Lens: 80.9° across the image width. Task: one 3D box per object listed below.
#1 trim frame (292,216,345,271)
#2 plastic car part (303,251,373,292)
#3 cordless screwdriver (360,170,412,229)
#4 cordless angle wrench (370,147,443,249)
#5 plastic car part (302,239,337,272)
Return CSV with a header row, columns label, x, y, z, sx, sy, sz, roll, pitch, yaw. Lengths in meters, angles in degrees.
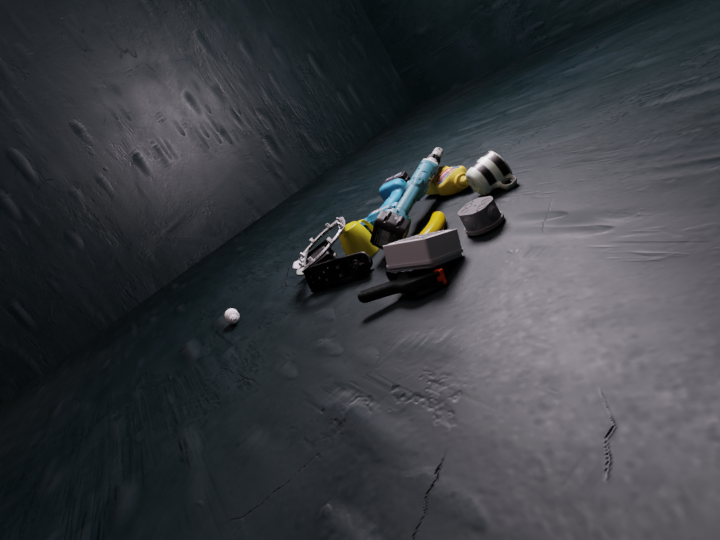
label,x,y,z,sx,sy,sz,roll,pitch,yaw
trim frame,-0.110,-0.072,1.123,0.185,0.027,0.254,-44,17,9
plastic car part,-0.047,0.001,1.041,0.210,0.067,0.064,-17,-2,42
cordless screwdriver,0.078,-0.209,1.319,0.164,0.072,0.250,-21,26,32
cordless angle wrench,0.145,-0.213,1.109,0.096,0.076,0.422,101,-163,-49
plastic car part,-0.120,-0.021,1.208,0.116,0.063,0.074,-38,32,-3
